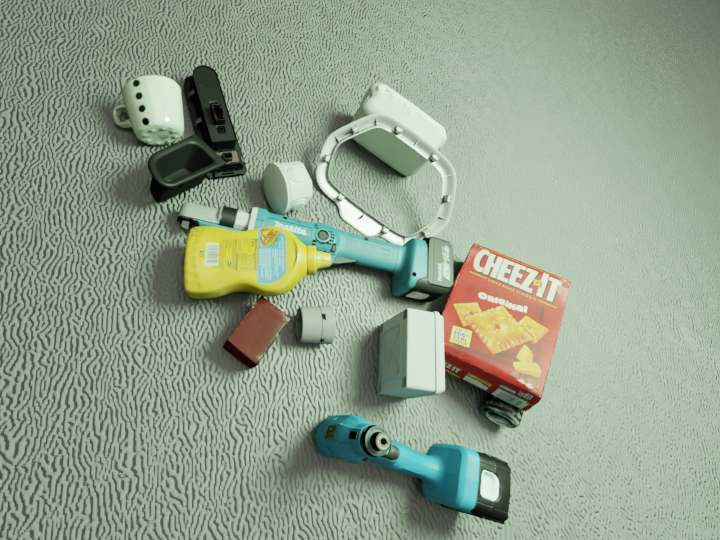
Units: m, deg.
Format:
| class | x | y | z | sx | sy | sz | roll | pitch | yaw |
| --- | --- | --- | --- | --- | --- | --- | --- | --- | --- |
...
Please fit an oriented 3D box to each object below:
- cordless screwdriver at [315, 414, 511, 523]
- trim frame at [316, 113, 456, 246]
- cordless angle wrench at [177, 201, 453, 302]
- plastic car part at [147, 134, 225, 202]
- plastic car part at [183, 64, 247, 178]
| class | x | y | z | sx | sy | sz | roll | pitch | yaw |
| --- | --- | --- | --- | --- | --- | --- | --- | --- | --- |
| cordless screwdriver | 0.077 | 0.241 | 0.527 | 0.243 | 0.161 | 0.075 | 24 | 63 | -12 |
| trim frame | 0.045 | -0.146 | 0.707 | 0.245 | 0.028 | 0.184 | 37 | 102 | -6 |
| cordless angle wrench | -0.064 | -0.042 | 0.652 | 0.414 | 0.074 | 0.100 | 13 | 65 | -12 |
| plastic car part | -0.267 | -0.139 | 0.618 | 0.066 | 0.071 | 0.115 | 42 | 44 | -2 |
| plastic car part | -0.240 | -0.250 | 0.685 | 0.065 | 0.067 | 0.209 | -15 | 71 | -19 |
